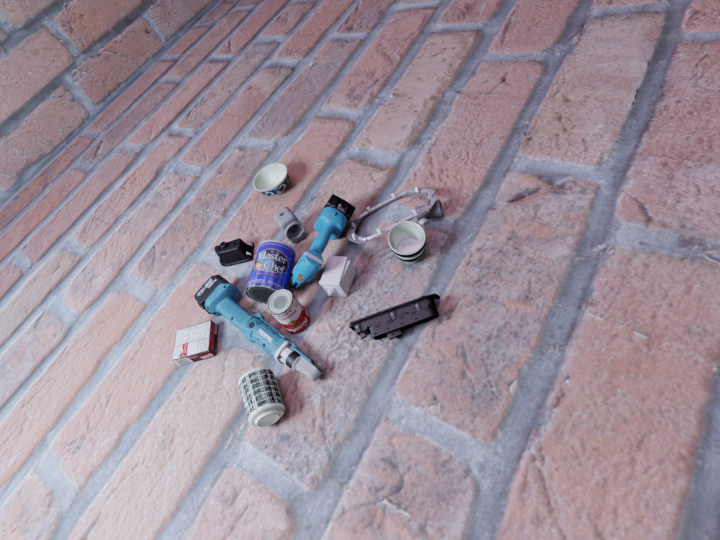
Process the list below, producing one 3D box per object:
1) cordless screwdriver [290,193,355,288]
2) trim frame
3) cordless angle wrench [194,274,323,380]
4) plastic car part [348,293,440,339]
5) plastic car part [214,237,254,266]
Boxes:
[{"bbox_3d":[-0.107,-0.070,1.092,0.160,0.073,0.250,-48,15,53],"label":"cordless screwdriver"},{"bbox_3d":[0.074,-0.145,1.076,0.250,0.026,0.191,-27,31,4],"label":"trim frame"},{"bbox_3d":[-0.252,0.142,1.028,0.447,0.070,0.097,28,71,35],"label":"cordless angle wrench"},{"bbox_3d":[0.080,0.104,0.900,0.204,0.063,0.070,-25,59,7],"label":"plastic car part"},{"bbox_3d":[-0.378,-0.058,1.234,0.119,0.067,0.068,-12,50,13],"label":"plastic car part"}]
